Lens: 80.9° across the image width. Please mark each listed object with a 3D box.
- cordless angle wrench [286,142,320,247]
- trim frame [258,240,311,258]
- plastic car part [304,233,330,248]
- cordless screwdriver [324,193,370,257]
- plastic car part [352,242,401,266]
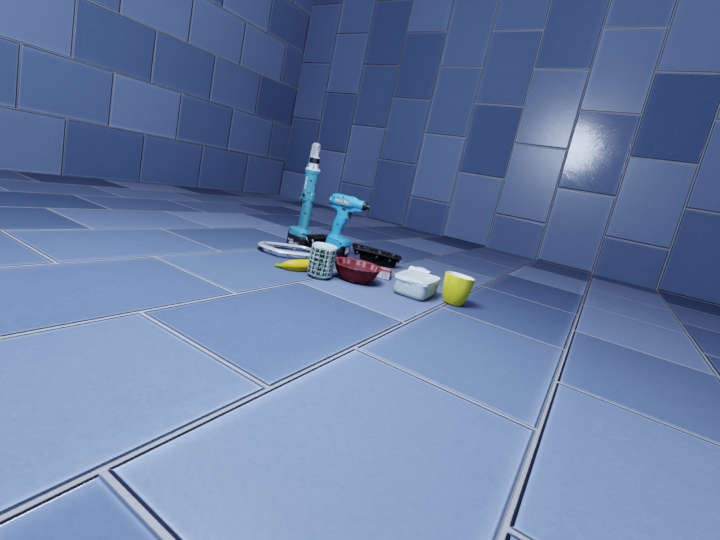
[{"bbox_3d":[-0.213,-0.303,1.712,0.103,0.419,0.071,20,13,38],"label":"cordless angle wrench"},{"bbox_3d":[-0.262,-0.077,1.574,0.237,0.027,0.194,3,15,-32],"label":"trim frame"},{"bbox_3d":[-0.166,-0.109,1.698,0.070,0.070,0.111,21,15,40],"label":"plastic car part"},{"bbox_3d":[-0.058,-0.160,1.611,0.166,0.247,0.072,17,11,25],"label":"cordless screwdriver"},{"bbox_3d":[0.063,-0.054,1.662,0.201,0.066,0.067,10,11,-5],"label":"plastic car part"}]
